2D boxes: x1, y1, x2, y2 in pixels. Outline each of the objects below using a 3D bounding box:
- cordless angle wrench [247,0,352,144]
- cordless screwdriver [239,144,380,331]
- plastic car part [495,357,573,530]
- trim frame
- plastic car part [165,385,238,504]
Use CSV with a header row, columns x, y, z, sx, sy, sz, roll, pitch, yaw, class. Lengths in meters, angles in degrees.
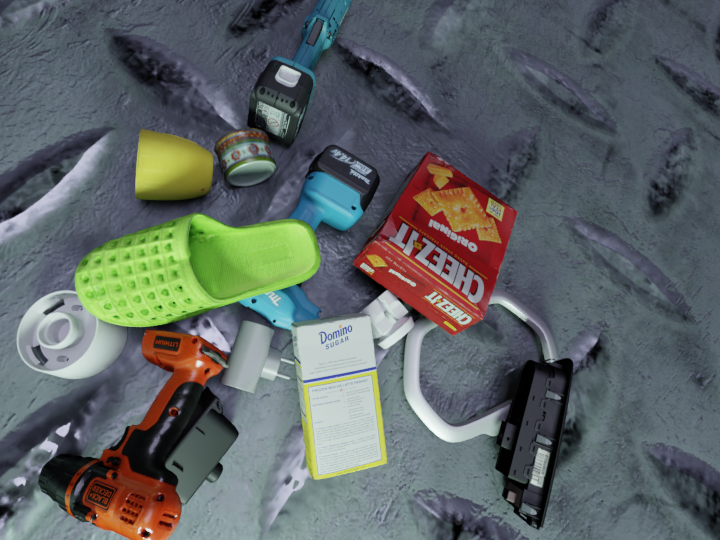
x,y,z,sx,sy,sz,roll,pitch,yaw,class
-0.066,-0.392,0.686,0.073,0.098,0.427,22,64,-8,cordless angle wrench
-0.056,-0.036,0.570,0.159,0.075,0.248,34,72,-2,cordless screwdriver
0.215,0.202,0.538,0.068,0.065,0.203,22,77,9,plastic car part
0.169,0.128,0.587,0.243,0.027,0.188,-20,76,-20,trim frame
-0.181,0.202,0.472,0.069,0.068,0.116,40,70,-16,plastic car part
